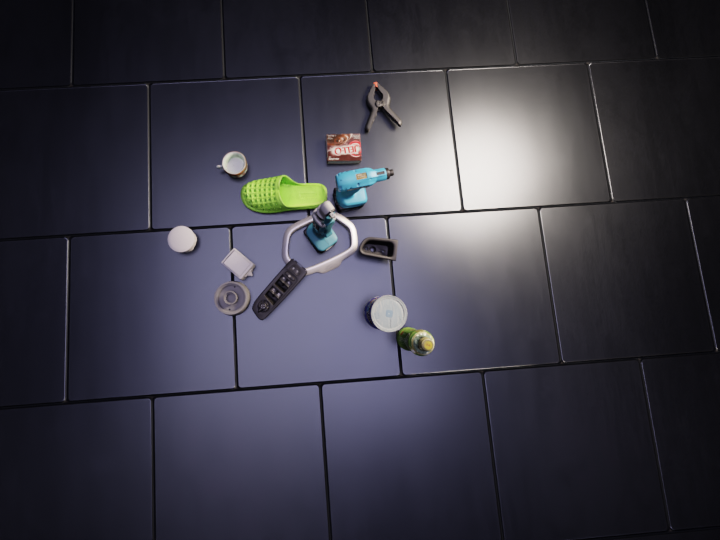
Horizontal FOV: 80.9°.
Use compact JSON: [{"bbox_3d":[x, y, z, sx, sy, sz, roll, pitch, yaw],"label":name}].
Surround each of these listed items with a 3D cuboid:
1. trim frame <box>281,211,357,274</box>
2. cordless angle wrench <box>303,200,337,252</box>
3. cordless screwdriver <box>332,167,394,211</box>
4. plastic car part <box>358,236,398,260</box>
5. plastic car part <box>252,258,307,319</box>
[{"bbox_3d":[-0.130,-0.085,1.327,0.247,0.027,0.186,-25,83,-5],"label":"trim frame"},{"bbox_3d":[-0.101,-0.123,1.135,0.074,0.423,0.098,-35,90,-9],"label":"cordless angle wrench"},{"bbox_3d":[-0.001,-0.243,1.244,0.158,0.249,0.075,-12,86,-7],"label":"cordless screwdriver"},{"bbox_3d":[0.050,-0.066,1.308,0.116,0.071,0.066,8,83,-2],"label":"plastic car part"},{"bbox_3d":[-0.249,0.060,1.281,0.067,0.067,0.202,41,82,1],"label":"plastic car part"}]
